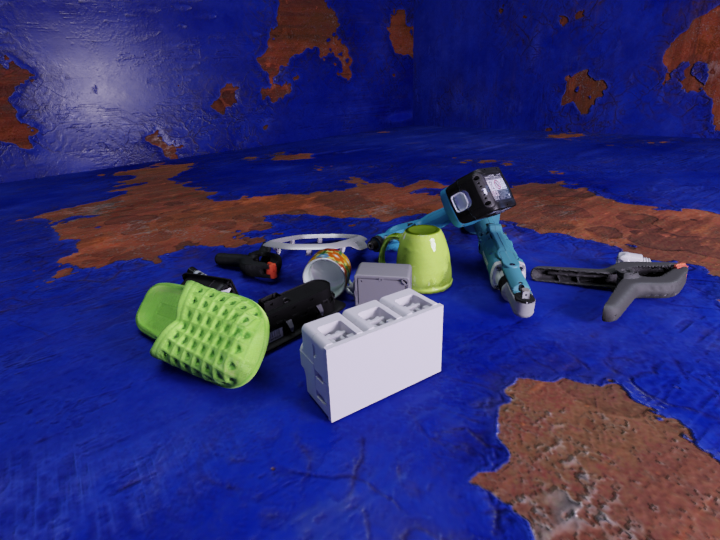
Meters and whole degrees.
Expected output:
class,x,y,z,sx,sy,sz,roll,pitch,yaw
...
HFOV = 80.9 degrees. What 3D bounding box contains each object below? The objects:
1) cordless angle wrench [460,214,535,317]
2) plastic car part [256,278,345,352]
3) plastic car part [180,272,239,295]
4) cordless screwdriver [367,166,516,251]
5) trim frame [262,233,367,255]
class,x,y,z,sx,sy,sz,roll,pitch,yaw
cordless angle wrench,0.240,-0.044,0.755,0.075,0.095,0.429,-1,28,6
plastic car part,-0.110,0.061,0.597,0.196,0.066,0.070,-20,21,-38
plastic car part,-0.250,0.049,0.654,0.122,0.063,0.070,5,38,28
cordless screwdriver,0.133,-0.093,0.761,0.153,0.075,0.255,-17,-7,-38
trim frame,-0.081,-0.053,0.828,0.190,0.027,0.242,2,8,19
